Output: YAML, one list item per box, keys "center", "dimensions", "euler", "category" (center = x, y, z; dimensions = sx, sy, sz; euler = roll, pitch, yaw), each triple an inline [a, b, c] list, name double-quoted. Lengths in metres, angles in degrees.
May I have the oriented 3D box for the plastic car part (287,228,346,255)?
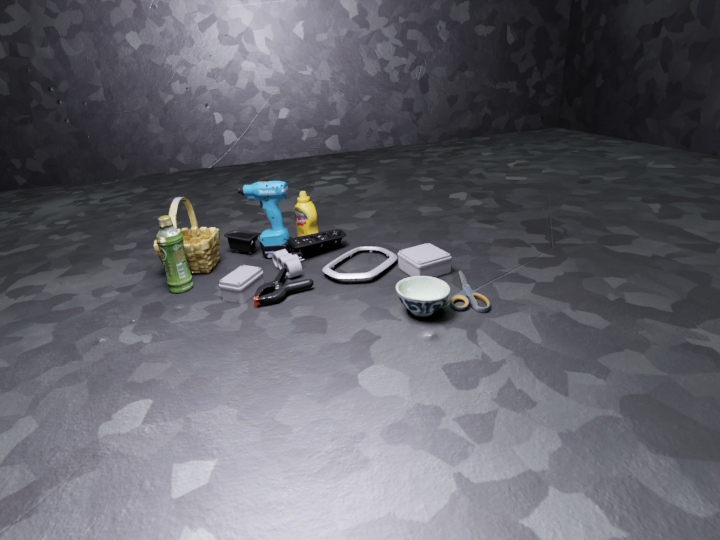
- center: [-0.134, -0.087, 1.365]
  dimensions: [0.197, 0.065, 0.070]
  euler: [-20, 28, -28]
  category: "plastic car part"

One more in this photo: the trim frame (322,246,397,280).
- center: [-0.001, -0.023, 1.247]
  dimensions: [0.193, 0.027, 0.243]
  euler: [11, 30, 32]
  category: "trim frame"

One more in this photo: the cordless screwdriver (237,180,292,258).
- center: [-0.302, -0.163, 1.355]
  dimensions: [0.163, 0.242, 0.074]
  euler: [1, 23, 13]
  category: "cordless screwdriver"

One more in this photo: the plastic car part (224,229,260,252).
- center: [-0.400, -0.093, 1.432]
  dimensions: [0.121, 0.069, 0.065]
  euler: [6, 26, 24]
  category: "plastic car part"
